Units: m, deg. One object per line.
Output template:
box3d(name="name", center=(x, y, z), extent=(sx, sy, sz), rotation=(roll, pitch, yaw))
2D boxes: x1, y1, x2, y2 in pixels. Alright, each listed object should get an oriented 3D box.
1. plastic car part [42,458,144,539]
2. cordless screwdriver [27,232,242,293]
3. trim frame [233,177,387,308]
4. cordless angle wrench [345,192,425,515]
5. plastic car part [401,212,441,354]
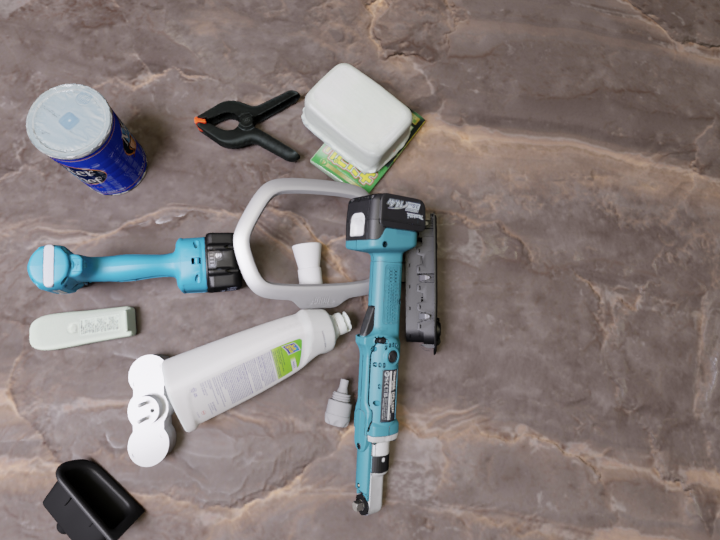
box3d(name="plastic car part", center=(-0.348, 0.304, 0.534), extent=(0.118, 0.065, 0.071), rotation=(37, 92, 7))
box3d(name="cordless screwdriver", center=(-0.291, -0.001, 0.577), extent=(0.241, 0.163, 0.075), rotation=(-3, 83, -22))
box3d(name="trim frame", center=(-0.059, -0.038, 0.600), extent=(0.238, 0.028, 0.185), rotation=(-1, 84, -29))
box3d(name="cordless angle wrench", center=(0.025, 0.111, 0.577), extent=(0.093, 0.078, 0.424), rotation=(5, 86, -35))
box3d(name="plastic car part", center=(0.089, 0.021, 0.621), extent=(0.067, 0.065, 0.206), rotation=(-3, 78, 3))
